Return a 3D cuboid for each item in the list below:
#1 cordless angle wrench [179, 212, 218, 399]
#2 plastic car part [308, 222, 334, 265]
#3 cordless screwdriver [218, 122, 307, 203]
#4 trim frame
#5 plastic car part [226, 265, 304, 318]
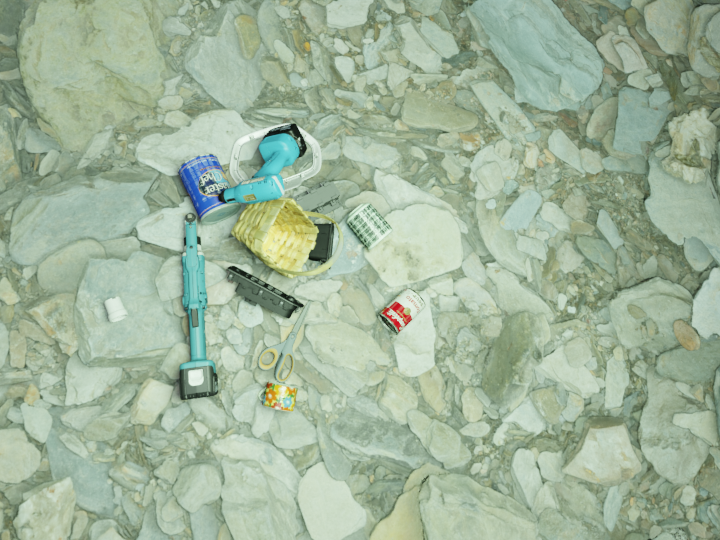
[{"bbox_3d":[-0.380,0.070,0.973,0.073,0.098,0.431,-5,74,-13],"label":"cordless angle wrench"},{"bbox_3d":[-0.104,-0.068,1.060,0.071,0.064,0.118,1,74,3],"label":"plastic car part"},{"bbox_3d":[-0.226,-0.244,0.993,0.165,0.071,0.253,-7,43,23],"label":"cordless screwdriver"},{"bbox_3d":[-0.220,-0.291,1.105,0.244,0.028,0.186,-21,83,-15],"label":"trim frame"},{"bbox_3d":[-0.232,0.057,1.007,0.202,0.066,0.067,24,85,-3],"label":"plastic car part"}]
